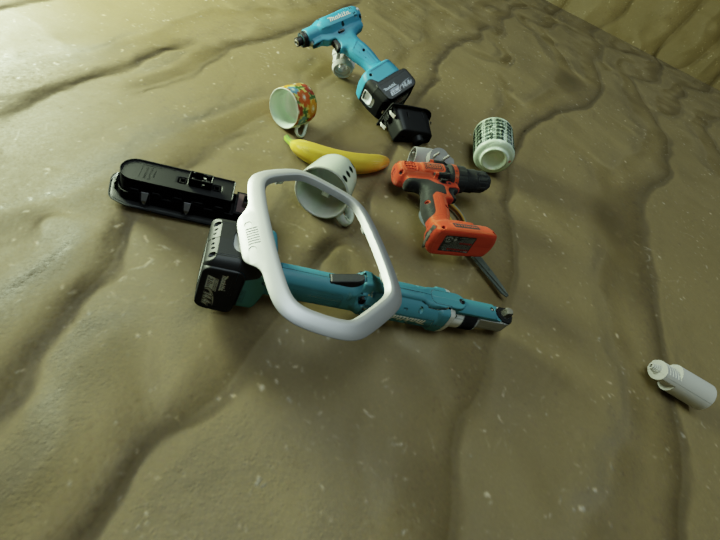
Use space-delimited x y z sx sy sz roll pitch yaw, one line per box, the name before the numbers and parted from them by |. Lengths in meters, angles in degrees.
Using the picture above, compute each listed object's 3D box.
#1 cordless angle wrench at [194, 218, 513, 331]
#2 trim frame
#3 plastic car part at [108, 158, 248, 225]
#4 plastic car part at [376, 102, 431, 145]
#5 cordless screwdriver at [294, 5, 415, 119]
cordless angle wrench | 0.012 0.031 0.538 0.410 0.098 0.077 12 49 -17
trim frame | -0.047 -0.031 0.482 0.176 0.027 0.259 4 50 -31
plastic car part | -0.236 -0.105 0.570 0.199 0.066 0.068 9 57 -11
plastic car part | 0.103 -0.288 0.859 0.112 0.067 0.073 0 68 -26
cordless screwdriver | -0.014 -0.430 0.880 0.157 0.074 0.253 -32 81 -18
